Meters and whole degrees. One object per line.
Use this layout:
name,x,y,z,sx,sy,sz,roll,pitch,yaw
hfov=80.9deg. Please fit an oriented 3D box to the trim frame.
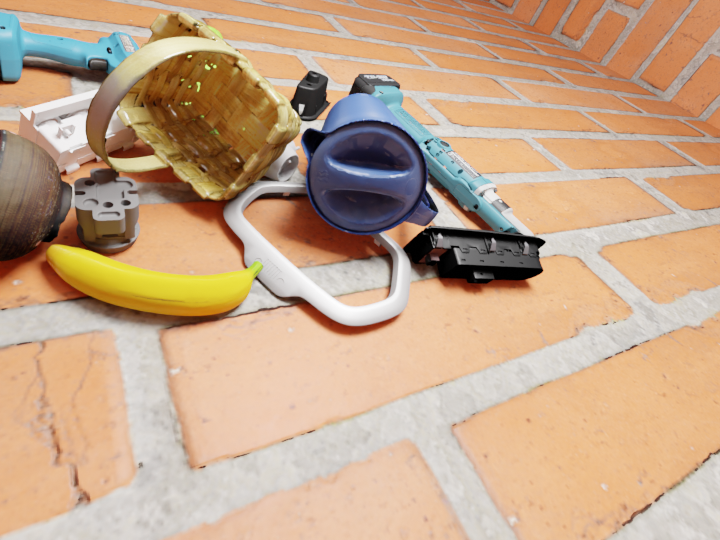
trim frame,-0.049,-0.032,0.500,0.257,0.027,0.179,40,44,18

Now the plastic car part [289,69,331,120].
plastic car part,-0.090,-0.321,0.758,0.066,0.070,0.118,21,38,-1

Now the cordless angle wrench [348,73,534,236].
cordless angle wrench,0.126,-0.191,0.711,0.094,0.073,0.443,-15,55,-35

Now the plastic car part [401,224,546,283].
plastic car part,0.161,-0.017,0.543,0.196,0.066,0.070,-1,57,-24

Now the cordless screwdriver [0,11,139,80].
cordless screwdriver,-0.431,-0.300,0.596,0.239,0.074,0.167,-10,50,-36
